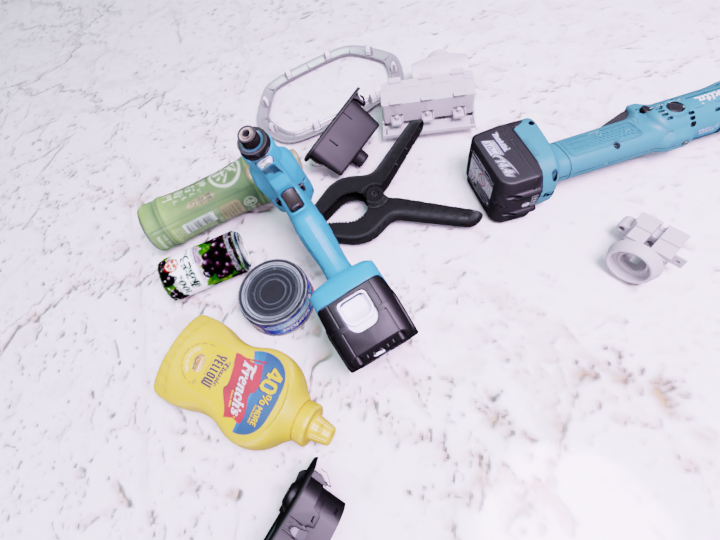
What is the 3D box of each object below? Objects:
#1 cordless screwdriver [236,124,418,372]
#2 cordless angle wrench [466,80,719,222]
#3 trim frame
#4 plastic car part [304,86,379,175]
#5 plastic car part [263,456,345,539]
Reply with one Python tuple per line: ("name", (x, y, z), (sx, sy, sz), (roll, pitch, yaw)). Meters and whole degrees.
("cordless screwdriver", (-0.041, -0.027, 0.424), (0.074, 0.154, 0.257), (-33, 71, 1))
("cordless angle wrench", (0.340, -0.165, 0.479), (0.424, 0.071, 0.102), (-17, 59, 1))
("trim frame", (-0.052, -0.288, 0.672), (0.247, 0.026, 0.193), (-27, 59, -4))
("plastic car part", (-0.018, -0.176, 0.578), (0.070, 0.066, 0.116), (33, 83, -6))
("plastic car part", (-0.073, 0.257, 0.342), (0.069, 0.064, 0.203), (24, 68, 13))
